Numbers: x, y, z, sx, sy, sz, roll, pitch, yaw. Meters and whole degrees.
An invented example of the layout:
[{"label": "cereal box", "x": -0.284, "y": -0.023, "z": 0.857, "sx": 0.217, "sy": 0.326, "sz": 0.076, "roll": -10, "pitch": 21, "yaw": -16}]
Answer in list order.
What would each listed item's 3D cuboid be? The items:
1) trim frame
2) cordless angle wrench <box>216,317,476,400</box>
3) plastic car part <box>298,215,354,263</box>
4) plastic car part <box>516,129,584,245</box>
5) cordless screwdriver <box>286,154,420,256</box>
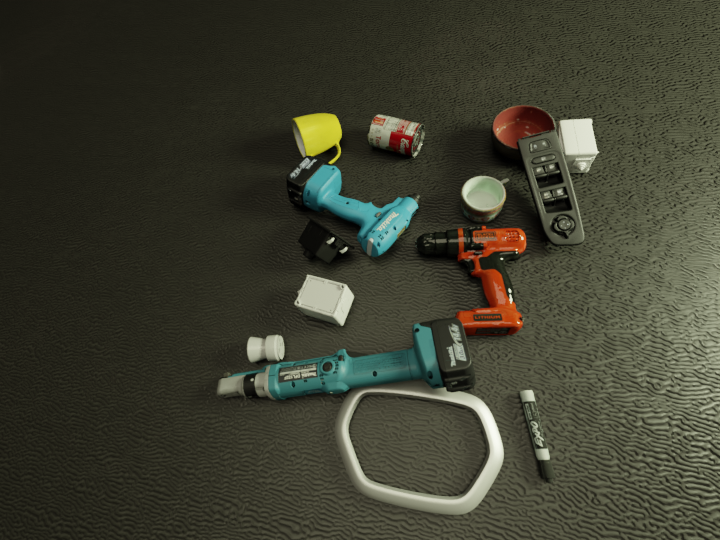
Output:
[{"label": "trim frame", "x": 0.082, "y": 0.254, "z": 0.640, "sx": 0.255, "sy": 0.026, "sz": 0.187, "roll": 1, "pitch": 66, "yaw": 16}, {"label": "cordless angle wrench", "x": -0.043, "y": 0.164, "z": 0.679, "sx": 0.431, "sy": 0.070, "sz": 0.101, "roll": -12, "pitch": 48, "yaw": 15}, {"label": "plastic car part", "x": -0.079, "y": -0.051, "z": 0.804, "sx": 0.071, "sy": 0.062, "sz": 0.123, "roll": -57, "pitch": 38, "yaw": -2}, {"label": "plastic car part", "x": 0.325, "y": -0.135, "z": 0.737, "sx": 0.066, "sy": 0.065, "sz": 0.207, "roll": -12, "pitch": 76, "yaw": 1}, {"label": "cordless screwdriver", "x": -0.016, "y": -0.145, "z": 0.835, "sx": 0.259, "sy": 0.072, "sz": 0.158, "roll": 33, "pitch": 64, "yaw": 21}]
